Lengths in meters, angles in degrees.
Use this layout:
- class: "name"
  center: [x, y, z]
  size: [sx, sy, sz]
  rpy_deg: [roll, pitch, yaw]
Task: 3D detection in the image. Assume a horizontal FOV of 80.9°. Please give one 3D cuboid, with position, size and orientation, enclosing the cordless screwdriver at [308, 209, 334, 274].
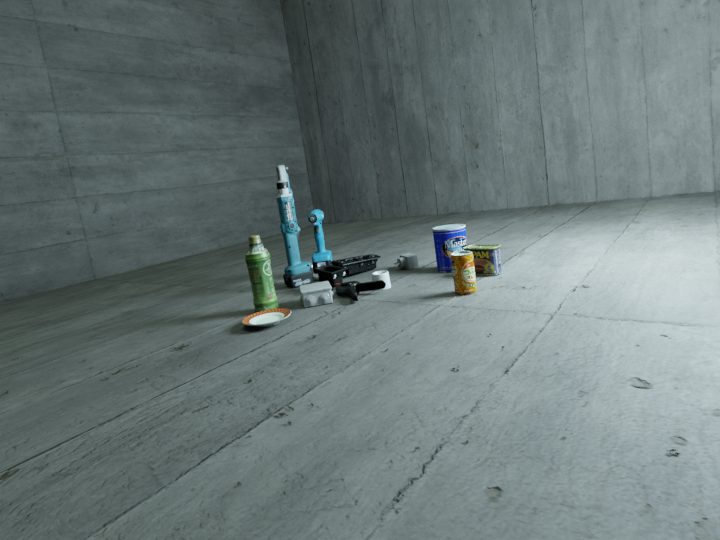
- class: "cordless screwdriver"
  center: [-0.153, -0.100, 1.568]
  size: [0.075, 0.246, 0.159]
  rpy_deg: [-8, 9, 4]

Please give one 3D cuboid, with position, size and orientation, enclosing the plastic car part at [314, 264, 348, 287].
- class: "plastic car part"
  center: [-0.096, 0.024, 1.362]
  size: [0.063, 0.070, 0.122]
  rpy_deg: [-15, 12, -35]

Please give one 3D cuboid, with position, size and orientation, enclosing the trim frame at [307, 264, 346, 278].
- class: "trim frame"
  center: [-0.136, 0.001, 1.608]
  size: [0.178, 0.027, 0.261]
  rpy_deg: [-17, 14, -34]

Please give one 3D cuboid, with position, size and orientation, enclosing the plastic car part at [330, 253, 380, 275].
- class: "plastic car part"
  center: [-0.007, -0.021, 1.519]
  size: [0.196, 0.066, 0.069]
  rpy_deg: [-17, 13, -37]

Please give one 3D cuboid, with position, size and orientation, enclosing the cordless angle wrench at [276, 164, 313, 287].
- class: "cordless angle wrench"
  center: [-0.247, -0.155, 1.473]
  size: [0.095, 0.418, 0.077]
  rpy_deg: [-12, 8, -28]
